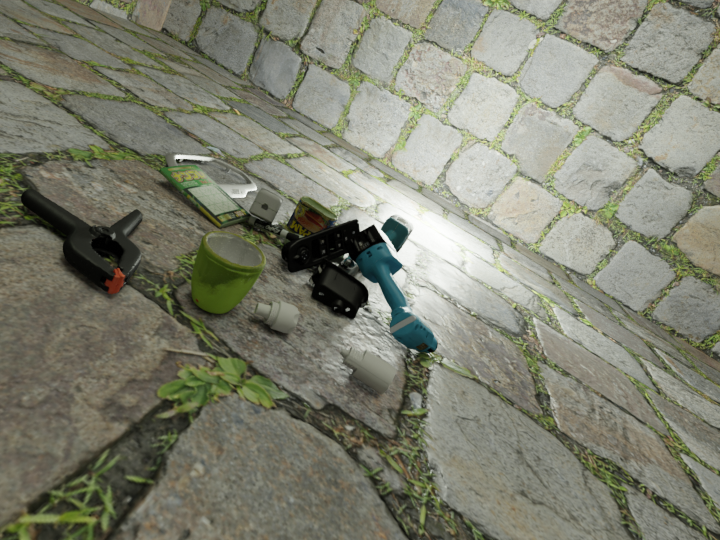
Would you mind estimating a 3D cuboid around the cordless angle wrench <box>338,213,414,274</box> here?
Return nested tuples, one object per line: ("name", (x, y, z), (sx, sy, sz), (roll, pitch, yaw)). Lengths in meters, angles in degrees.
("cordless angle wrench", (0.033, -0.054, 1.046), (0.076, 0.097, 0.414), (34, 26, 9))

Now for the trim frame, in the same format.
("trim frame", (-0.357, -0.232, 1.024), (0.190, 0.027, 0.241), (35, 20, 16))

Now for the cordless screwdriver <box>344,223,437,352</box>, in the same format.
("cordless screwdriver", (0.066, 0.039, 0.806), (0.150, 0.075, 0.260), (40, 20, -52))

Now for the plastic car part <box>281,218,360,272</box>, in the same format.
("plastic car part", (-0.084, -0.055, 0.863), (0.071, 0.065, 0.197), (18, 31, 35))

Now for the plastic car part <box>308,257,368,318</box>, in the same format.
("plastic car part", (-0.041, 0.044, 0.770), (0.116, 0.066, 0.071), (33, 36, -1))
